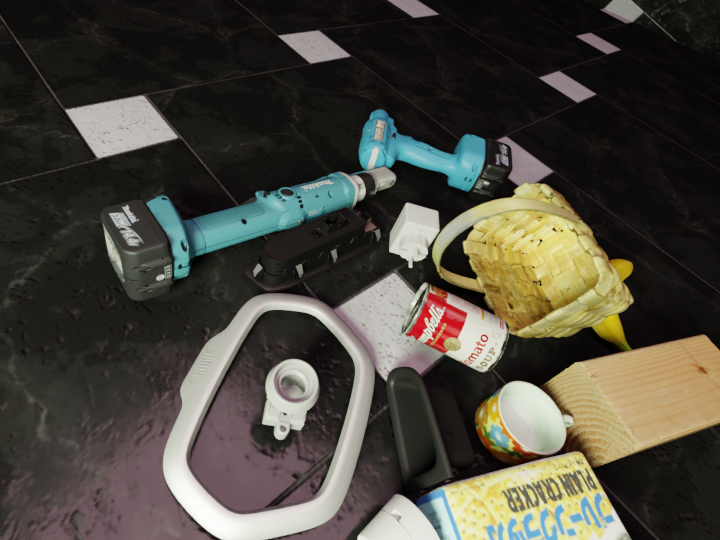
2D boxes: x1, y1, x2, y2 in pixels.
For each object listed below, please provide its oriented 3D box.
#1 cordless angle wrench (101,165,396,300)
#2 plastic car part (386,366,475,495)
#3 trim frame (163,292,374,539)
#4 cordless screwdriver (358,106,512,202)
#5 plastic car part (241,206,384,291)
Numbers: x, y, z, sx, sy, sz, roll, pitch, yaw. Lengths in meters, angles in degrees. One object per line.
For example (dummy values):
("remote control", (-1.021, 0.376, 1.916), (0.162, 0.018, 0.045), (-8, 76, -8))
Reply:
("cordless angle wrench", (-0.103, -0.082, 0.559), (0.410, 0.073, 0.103), (-23, 54, -35))
("plastic car part", (0.075, 0.155, 0.426), (0.068, 0.066, 0.121), (17, 43, -26))
("trim frame", (-0.082, 0.125, 0.421), (0.184, 0.027, 0.251), (20, 50, 0))
("cordless screwdriver", (0.124, -0.211, 0.732), (0.249, 0.073, 0.162), (13, 49, -1))
("plastic car part", (-0.053, -0.035, 0.540), (0.198, 0.066, 0.069), (-29, 68, -30))
